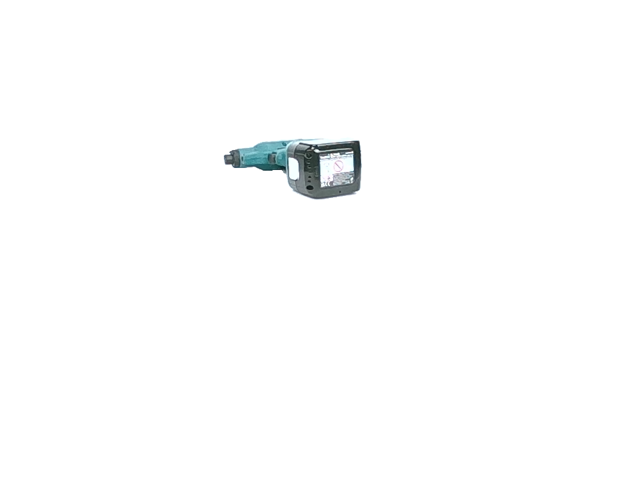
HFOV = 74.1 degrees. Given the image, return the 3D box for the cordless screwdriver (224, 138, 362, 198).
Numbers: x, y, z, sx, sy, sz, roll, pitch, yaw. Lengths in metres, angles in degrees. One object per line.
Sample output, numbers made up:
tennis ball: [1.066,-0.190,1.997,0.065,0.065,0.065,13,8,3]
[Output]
cordless screwdriver: [-0.049,-0.123,0.667,0.158,0.074,0.249,-10,19,-23]
